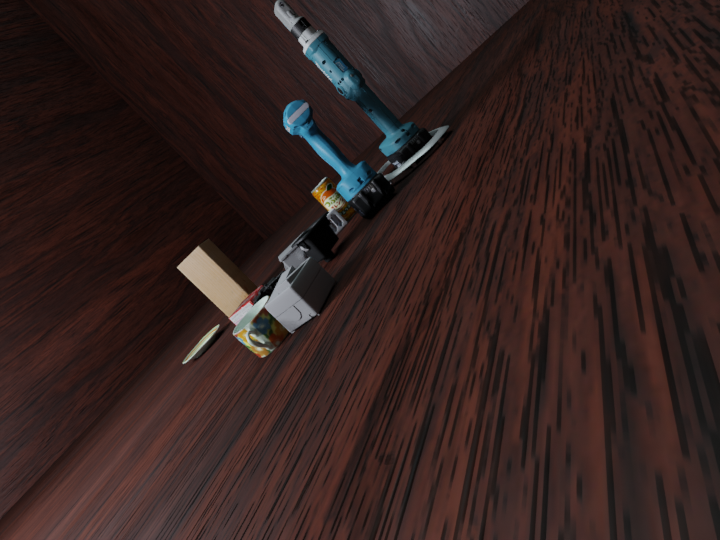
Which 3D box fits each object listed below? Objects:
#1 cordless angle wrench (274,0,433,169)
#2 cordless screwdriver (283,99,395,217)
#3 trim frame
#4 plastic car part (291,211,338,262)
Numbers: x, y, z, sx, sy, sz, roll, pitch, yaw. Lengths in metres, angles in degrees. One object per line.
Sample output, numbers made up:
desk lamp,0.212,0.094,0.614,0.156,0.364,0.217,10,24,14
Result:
cordless angle wrench,-0.022,-0.384,0.867,0.074,0.416,0.100,-45,8,-7
cordless screwdriver,-0.052,-0.214,0.813,0.074,0.245,0.162,-44,9,0
trim frame,0.102,-0.246,0.922,0.183,0.027,0.254,-46,14,-8
plastic car part,-0.075,-0.049,0.763,0.067,0.070,0.117,-40,13,24
